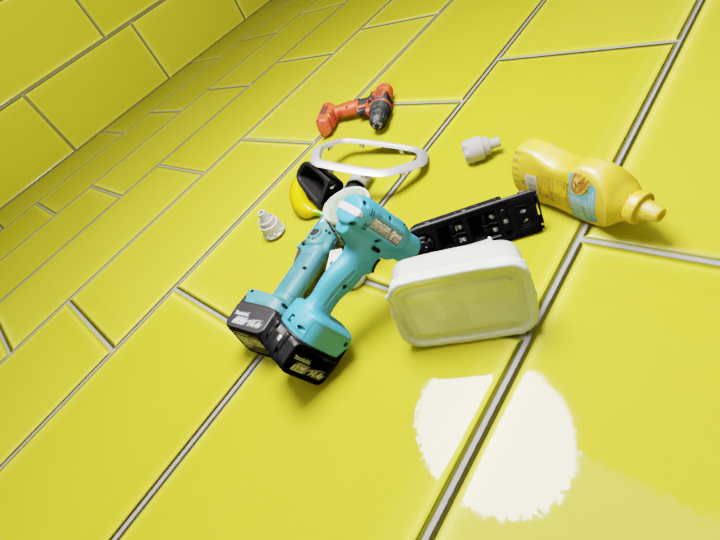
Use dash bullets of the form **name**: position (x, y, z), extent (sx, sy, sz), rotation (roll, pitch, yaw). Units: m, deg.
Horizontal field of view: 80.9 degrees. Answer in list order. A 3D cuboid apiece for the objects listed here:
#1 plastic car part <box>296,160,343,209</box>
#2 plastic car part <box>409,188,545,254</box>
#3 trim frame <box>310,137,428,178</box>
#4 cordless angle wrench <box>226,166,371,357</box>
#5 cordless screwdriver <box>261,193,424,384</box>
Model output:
- **plastic car part**: position (-0.076, -0.182, 0.872), extent (0.068, 0.065, 0.123), rotation (-2, 38, -35)
- **plastic car part**: position (0.153, -0.067, 0.629), extent (0.206, 0.063, 0.069), rotation (-19, 32, 14)
- **trim frame**: position (0.013, -0.230, 0.855), extent (0.261, 0.026, 0.182), rotation (15, 41, 29)
- **cordless angle wrench**: position (-0.073, -0.048, 0.744), extent (0.103, 0.071, 0.423), rotation (5, 51, 34)
- **cordless screwdriver**: position (-0.016, 0.033, 0.580), extent (0.248, 0.150, 0.079), rotation (-59, 39, 4)
